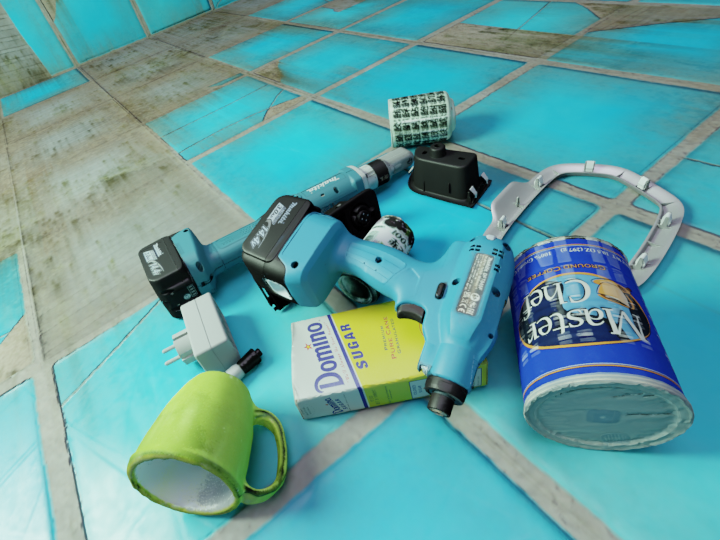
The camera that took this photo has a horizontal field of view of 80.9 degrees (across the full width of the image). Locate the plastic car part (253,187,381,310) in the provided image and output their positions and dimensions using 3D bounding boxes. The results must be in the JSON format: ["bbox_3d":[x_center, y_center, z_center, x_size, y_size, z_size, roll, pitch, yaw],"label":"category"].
[{"bbox_3d":[-0.054,-0.035,0.554,0.200,0.064,0.070,-38,22,-19],"label":"plastic car part"}]

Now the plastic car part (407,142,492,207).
[{"bbox_3d":[0.117,-0.144,0.597,0.123,0.068,0.065,23,54,31],"label":"plastic car part"}]

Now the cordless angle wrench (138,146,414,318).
[{"bbox_3d":[-0.093,-0.081,0.604,0.417,0.071,0.104,-30,45,-17],"label":"cordless angle wrench"}]

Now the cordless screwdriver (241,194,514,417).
[{"bbox_3d":[0.000,0.019,0.402,0.260,0.071,0.160,15,62,25],"label":"cordless screwdriver"}]

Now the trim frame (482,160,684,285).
[{"bbox_3d":[0.254,-0.061,0.500,0.195,0.026,0.246,27,60,38],"label":"trim frame"}]
